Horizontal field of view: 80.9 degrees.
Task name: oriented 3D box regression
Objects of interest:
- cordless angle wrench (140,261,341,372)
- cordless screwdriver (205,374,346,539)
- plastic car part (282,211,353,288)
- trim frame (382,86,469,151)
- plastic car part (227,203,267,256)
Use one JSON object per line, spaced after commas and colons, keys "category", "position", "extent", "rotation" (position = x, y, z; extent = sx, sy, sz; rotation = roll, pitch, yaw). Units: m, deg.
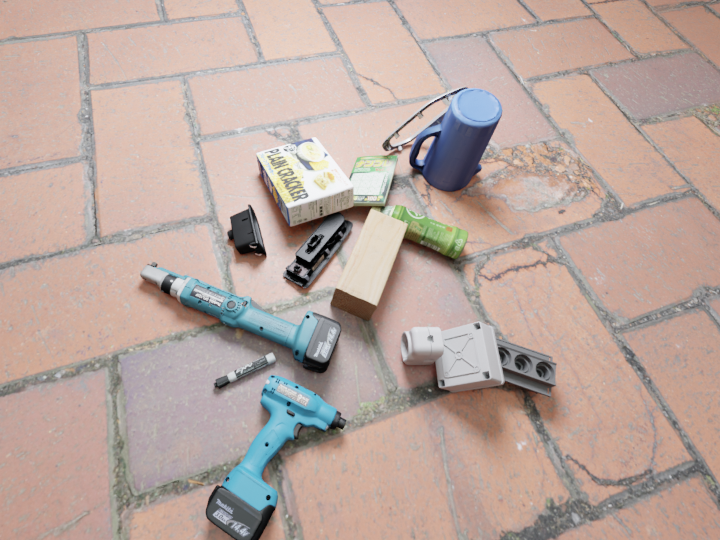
{"category": "cordless angle wrench", "position": [-0.249, 0.077, 0.834], "extent": [0.430, 0.072, 0.098], "rotation": [20, 61, 9]}
{"category": "cordless screwdriver", "position": [-0.136, 0.316, 0.705], "extent": [0.162, 0.073, 0.250], "rotation": [22, 57, 6]}
{"category": "plastic car part", "position": [-0.091, -0.059, 0.929], "extent": [0.069, 0.064, 0.201], "rotation": [22, 55, 26]}
{"category": "trim frame", "position": [0.154, -0.358, 1.022], "extent": [0.178, 0.254, 0.028], "rotation": [-28, 87, -48]}
{"category": "plastic car part", "position": [-0.256, -0.082, 0.932], "extent": [0.071, 0.063, 0.121], "rotation": [-22, 62, -3]}
